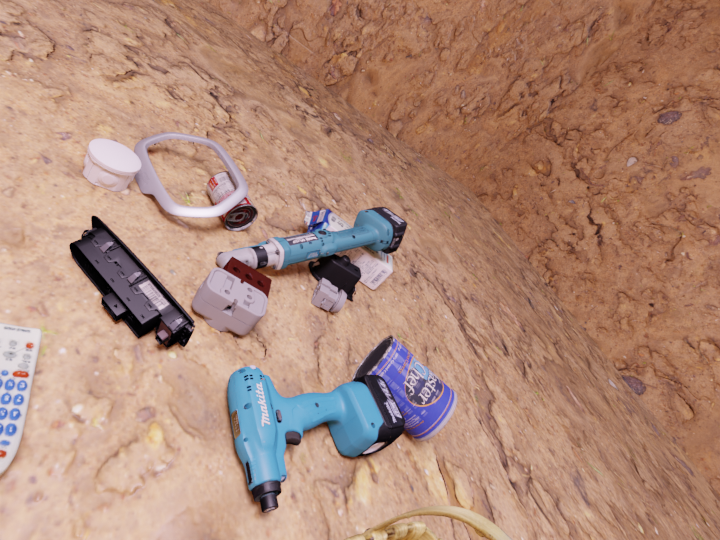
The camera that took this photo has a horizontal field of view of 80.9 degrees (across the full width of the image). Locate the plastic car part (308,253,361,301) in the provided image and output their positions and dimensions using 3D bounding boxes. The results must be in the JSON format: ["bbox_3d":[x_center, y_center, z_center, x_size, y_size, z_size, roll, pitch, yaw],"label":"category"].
[{"bbox_3d":[-0.044,0.001,0.893,0.112,0.071,0.068,34,26,-23],"label":"plastic car part"}]

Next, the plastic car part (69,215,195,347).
[{"bbox_3d":[-0.296,0.020,0.531,0.065,0.066,0.208,-33,75,-37],"label":"plastic car part"}]

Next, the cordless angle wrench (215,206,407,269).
[{"bbox_3d":[-0.081,-0.053,0.825,0.407,0.073,0.103,-16,45,-39],"label":"cordless angle wrench"}]

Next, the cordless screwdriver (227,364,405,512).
[{"bbox_3d":[-0.049,0.210,0.549,0.236,0.075,0.167,14,37,-37],"label":"cordless screwdriver"}]

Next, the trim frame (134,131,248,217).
[{"bbox_3d":[-0.315,-0.181,0.777,0.178,0.027,0.259,-18,58,-33],"label":"trim frame"}]
